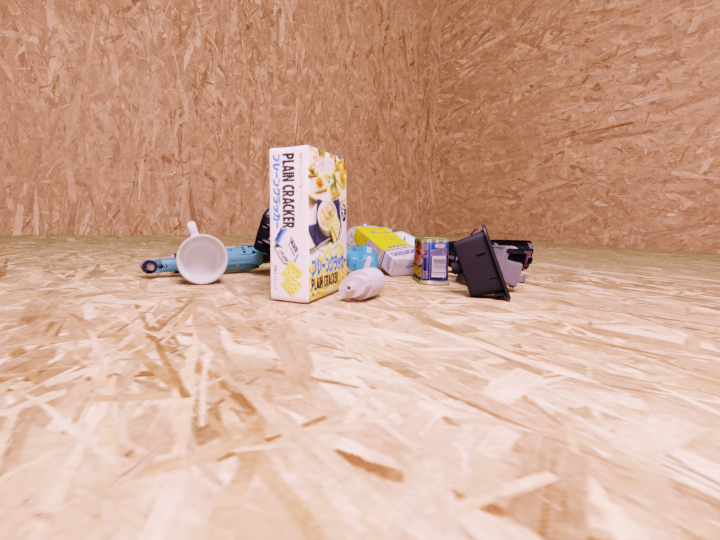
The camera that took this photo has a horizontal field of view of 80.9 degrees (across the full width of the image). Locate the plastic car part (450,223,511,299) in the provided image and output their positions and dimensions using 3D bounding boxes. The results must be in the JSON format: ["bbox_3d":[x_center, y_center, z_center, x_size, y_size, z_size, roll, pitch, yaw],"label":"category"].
[{"bbox_3d":[0.181,-0.006,0.661,0.072,0.117,0.064,-22,-3,15],"label":"plastic car part"}]

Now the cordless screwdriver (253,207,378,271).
[{"bbox_3d":[-0.085,-0.055,0.867,0.249,0.074,0.160,18,15,-1],"label":"cordless screwdriver"}]

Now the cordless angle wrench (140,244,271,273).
[{"bbox_3d":[-0.242,-0.027,0.897,0.405,0.074,0.103,-7,11,-35],"label":"cordless angle wrench"}]

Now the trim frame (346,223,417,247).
[{"bbox_3d":[0.075,-0.063,1.069,0.262,0.027,0.178,28,33,33],"label":"trim frame"}]

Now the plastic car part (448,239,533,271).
[{"bbox_3d":[0.267,-0.023,0.862,0.199,0.065,0.069,2,29,-11],"label":"plastic car part"}]
